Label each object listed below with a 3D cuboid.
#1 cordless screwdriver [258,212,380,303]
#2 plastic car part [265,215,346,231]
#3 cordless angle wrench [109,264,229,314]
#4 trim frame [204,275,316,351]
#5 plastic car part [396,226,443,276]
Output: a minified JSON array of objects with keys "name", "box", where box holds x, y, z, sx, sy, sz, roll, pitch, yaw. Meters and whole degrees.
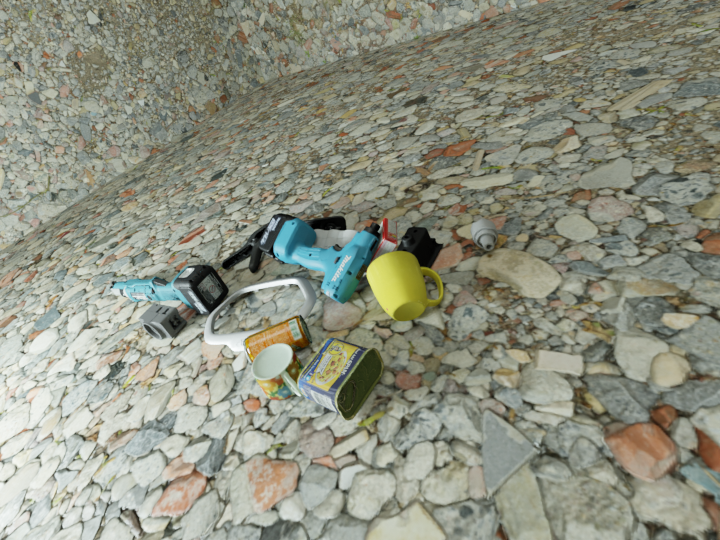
[{"name":"cordless screwdriver","box":[-0.082,-0.054,0.837,0.263,0.070,0.159,27,84,39]},{"name":"plastic car part","box":[-0.118,-0.089,0.990,0.210,0.065,0.065,-6,11,27]},{"name":"cordless angle wrench","box":[-0.493,0.046,1.026,0.442,0.094,0.074,-2,38,36]},{"name":"trim frame","box":[-0.200,0.081,0.837,0.255,0.026,0.187,-10,36,18]},{"name":"plastic car part","box":[0.096,-0.038,0.771,0.069,0.068,0.116,2,39,34]}]
